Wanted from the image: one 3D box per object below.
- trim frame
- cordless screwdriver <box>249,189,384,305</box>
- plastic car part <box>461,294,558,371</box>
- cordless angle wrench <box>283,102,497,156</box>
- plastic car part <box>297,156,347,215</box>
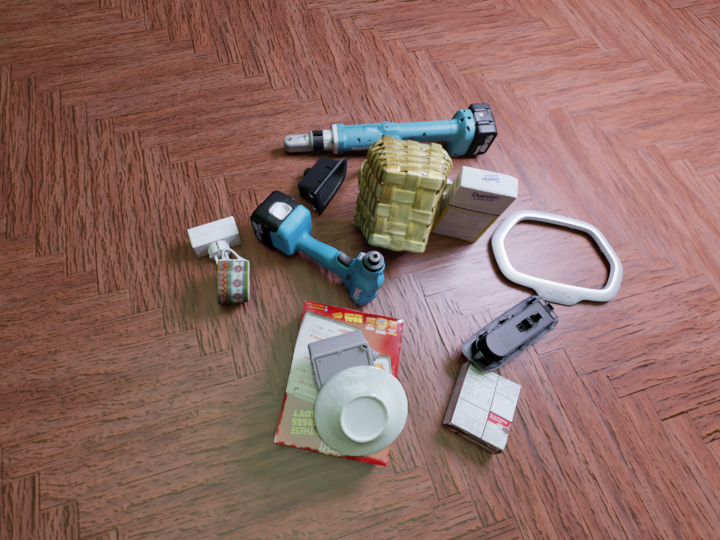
[{"bbox_3d":[0.371,-0.027,0.802,0.248,0.027,0.187,12,64,0],"label":"trim frame"},{"bbox_3d":[-0.069,-0.045,0.710,0.255,0.156,0.074,35,67,12],"label":"cordless screwdriver"},{"bbox_3d":[0.259,0.101,0.700,0.198,0.067,0.068,-26,78,-23],"label":"plastic car part"},{"bbox_3d":[0.054,-0.274,0.865,0.421,0.096,0.076,-4,70,-2],"label":"cordless angle wrench"},{"bbox_3d":[-0.081,-0.177,0.829,0.073,0.063,0.117,20,61,18],"label":"plastic car part"}]
